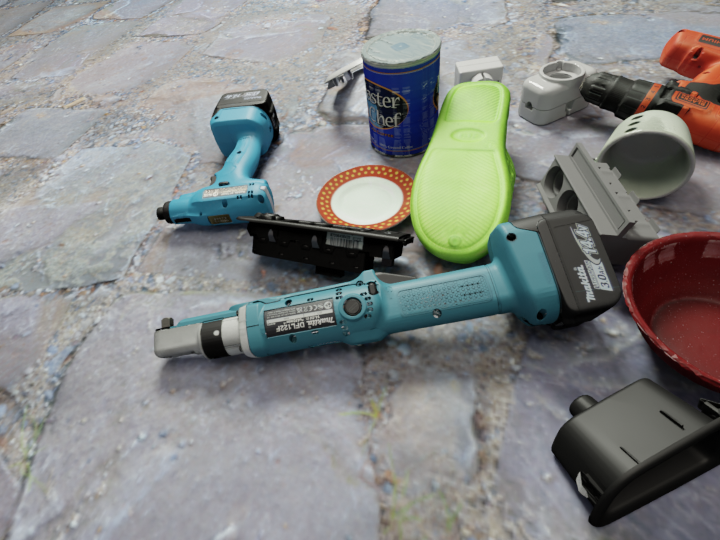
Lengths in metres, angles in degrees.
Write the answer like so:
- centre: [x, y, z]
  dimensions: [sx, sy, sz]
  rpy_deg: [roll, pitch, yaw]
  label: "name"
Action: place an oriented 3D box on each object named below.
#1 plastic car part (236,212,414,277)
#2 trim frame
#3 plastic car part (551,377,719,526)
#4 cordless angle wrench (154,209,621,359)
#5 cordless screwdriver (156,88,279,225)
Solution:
- centre: [-0.047, -0.031, 0.484]
  dimensions: [0.210, 0.066, 0.065]
  rpy_deg: [14, 18, 20]
  label: "plastic car part"
- centre: [0.028, -0.354, 0.709]
  dimensions: [0.189, 0.026, 0.250]
  rpy_deg: [-16, 26, 24]
  label: "trim frame"
- centre: [0.193, 0.120, 0.307]
  dimensions: [0.116, 0.063, 0.074]
  rpy_deg: [-23, 34, -4]
  label: "plastic car part"
- centre: [-0.003, 0.037, 0.405]
  dimensions: [0.428, 0.072, 0.100]
  rpy_deg: [-12, 71, 8]
  label: "cordless angle wrench"
- centre: [-0.202, -0.166, 0.630]
  dimensions: [0.161, 0.071, 0.257]
  rpy_deg: [-7, 52, 6]
  label: "cordless screwdriver"
